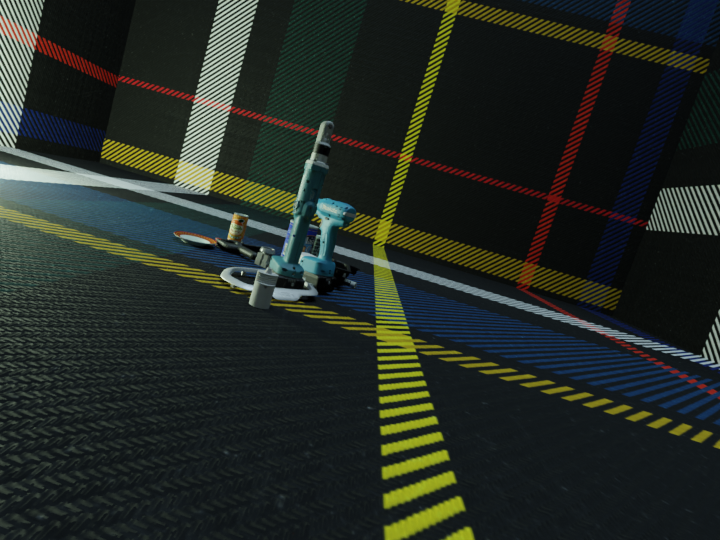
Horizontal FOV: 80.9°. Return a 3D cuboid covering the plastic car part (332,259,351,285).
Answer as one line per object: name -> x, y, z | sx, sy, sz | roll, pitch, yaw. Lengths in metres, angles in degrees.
plastic car part -> -0.068, 0.013, 1.273 | 0.066, 0.070, 0.117 | 16, 8, -2

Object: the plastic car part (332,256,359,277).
plastic car part -> -0.082, -0.013, 1.425 | 0.063, 0.067, 0.213 | 12, 9, -31

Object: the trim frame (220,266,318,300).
trim frame -> -0.219, 0.031, 1.022 | 0.236, 0.027, 0.195 | 10, 11, -38

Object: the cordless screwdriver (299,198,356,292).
cordless screwdriver -> -0.112, -0.073, 1.148 | 0.168, 0.248, 0.070 | 23, 9, 39

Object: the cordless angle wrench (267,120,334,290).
cordless angle wrench -> -0.134, -0.151, 1.018 | 0.071, 0.421, 0.103 | 13, 8, -30
